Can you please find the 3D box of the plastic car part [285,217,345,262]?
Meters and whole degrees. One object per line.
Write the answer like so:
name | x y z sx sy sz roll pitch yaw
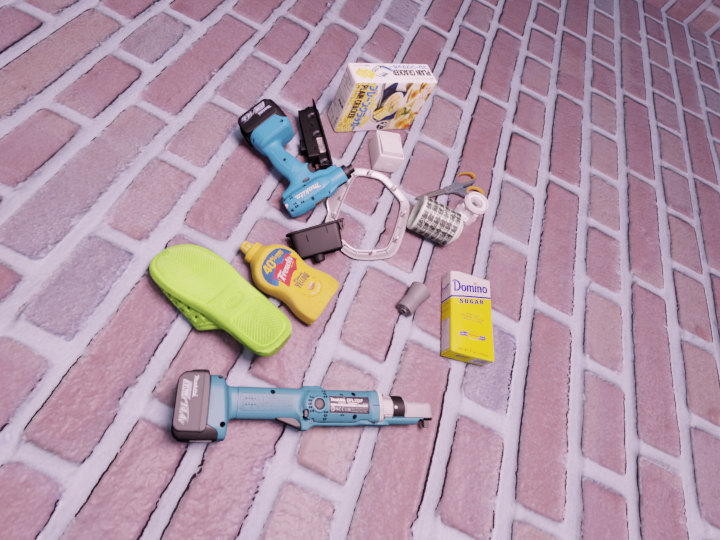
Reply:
plastic car part | -0.081 -0.053 0.824 0.116 0.066 0.072 -19 84 -5

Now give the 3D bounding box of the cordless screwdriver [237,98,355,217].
cordless screwdriver | -0.136 -0.247 0.879 0.159 0.072 0.255 -33 76 -1

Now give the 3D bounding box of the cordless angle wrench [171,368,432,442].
cordless angle wrench | -0.075 0.218 0.672 0.411 0.074 0.101 7 61 -17

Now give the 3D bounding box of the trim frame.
trim frame | 0.016 -0.129 0.920 0.183 0.027 0.251 23 59 -3

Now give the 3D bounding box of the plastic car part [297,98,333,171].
plastic car part | -0.106 -0.298 0.960 0.067 0.064 0.209 -12 65 2
